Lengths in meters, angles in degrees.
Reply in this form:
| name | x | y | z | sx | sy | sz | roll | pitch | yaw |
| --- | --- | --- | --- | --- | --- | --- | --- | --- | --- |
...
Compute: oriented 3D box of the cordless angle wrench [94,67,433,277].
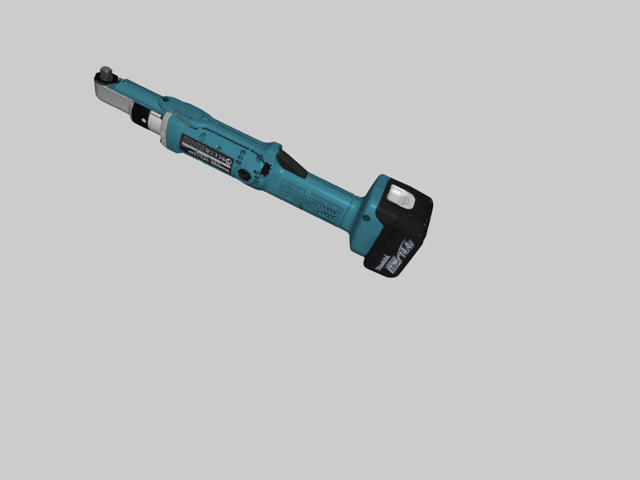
| name | x | y | z | sx | sy | sz | roll | pitch | yaw |
| --- | --- | --- | --- | --- | --- | --- | --- | --- | --- |
| cordless angle wrench | -0.077 | -0.092 | 0.504 | 0.423 | 0.074 | 0.098 | 26 | -43 | 1 |
